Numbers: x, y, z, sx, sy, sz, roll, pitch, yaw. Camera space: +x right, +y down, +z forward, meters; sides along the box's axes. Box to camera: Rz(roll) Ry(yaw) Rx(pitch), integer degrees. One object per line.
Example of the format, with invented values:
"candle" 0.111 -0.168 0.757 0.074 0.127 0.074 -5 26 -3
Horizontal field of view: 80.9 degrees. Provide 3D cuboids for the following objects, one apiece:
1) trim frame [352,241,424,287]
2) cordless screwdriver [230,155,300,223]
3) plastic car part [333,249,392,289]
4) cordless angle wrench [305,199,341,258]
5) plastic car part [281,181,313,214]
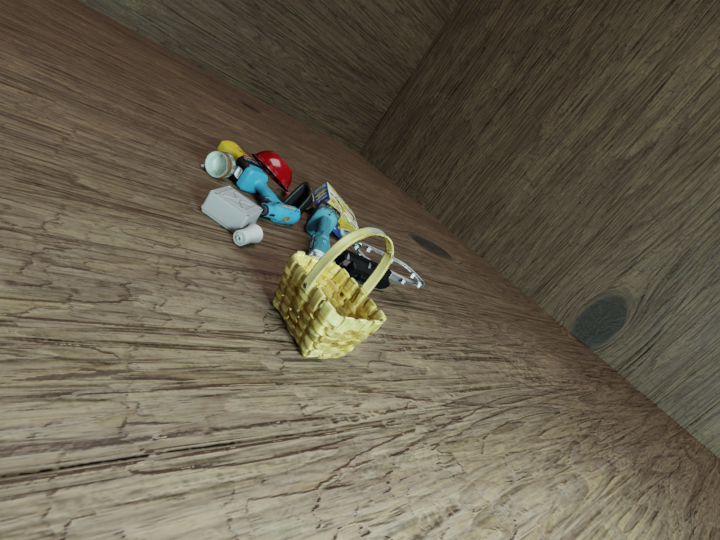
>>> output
"trim frame" 0.076 -0.014 1.236 0.261 0.027 0.175 26 -13 27
"cordless screwdriver" -0.291 -0.227 1.205 0.260 0.074 0.152 47 20 24
"plastic car part" 0.015 0.005 1.163 0.192 0.067 0.070 19 34 -38
"cordless angle wrench" -0.108 -0.071 1.106 0.072 0.098 0.432 34 21 -17
"plastic car part" -0.184 -0.206 1.292 0.069 0.116 0.068 44 -3 23
